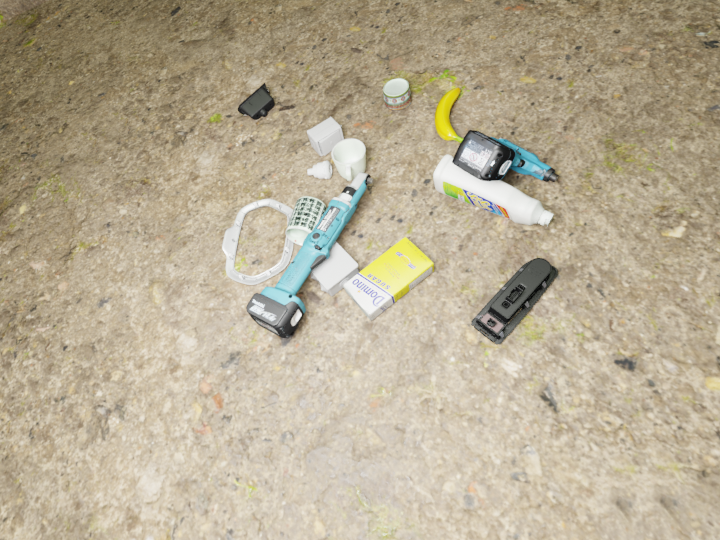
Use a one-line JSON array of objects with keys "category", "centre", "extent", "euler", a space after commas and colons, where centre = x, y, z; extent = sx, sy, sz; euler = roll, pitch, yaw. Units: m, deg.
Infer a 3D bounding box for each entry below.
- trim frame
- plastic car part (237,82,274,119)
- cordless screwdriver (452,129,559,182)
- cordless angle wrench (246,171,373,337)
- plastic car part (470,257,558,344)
[{"category": "trim frame", "centre": [-0.253, -0.079, 1.052], "extent": [0.188, 0.026, 0.254], "euler": [-3, 62, 14]}, {"category": "plastic car part", "centre": [-0.307, -0.501, 1.290], "extent": [0.073, 0.064, 0.116], "euler": [41, 80, 13]}, {"category": "cordless screwdriver", "centre": [0.315, -0.230, 0.897], "extent": [0.167, 0.074, 0.239], "euler": [40, 33, 27]}, {"category": "cordless angle wrench", "centre": [-0.090, -0.059, 0.920], "extent": [0.102, 0.071, 0.423], "euler": [21, 66, 22]}, {"category": "plastic car part", "centre": [0.304, 0.044, 0.822], "extent": [0.201, 0.064, 0.070], "euler": [-43, 54, -14]}]
